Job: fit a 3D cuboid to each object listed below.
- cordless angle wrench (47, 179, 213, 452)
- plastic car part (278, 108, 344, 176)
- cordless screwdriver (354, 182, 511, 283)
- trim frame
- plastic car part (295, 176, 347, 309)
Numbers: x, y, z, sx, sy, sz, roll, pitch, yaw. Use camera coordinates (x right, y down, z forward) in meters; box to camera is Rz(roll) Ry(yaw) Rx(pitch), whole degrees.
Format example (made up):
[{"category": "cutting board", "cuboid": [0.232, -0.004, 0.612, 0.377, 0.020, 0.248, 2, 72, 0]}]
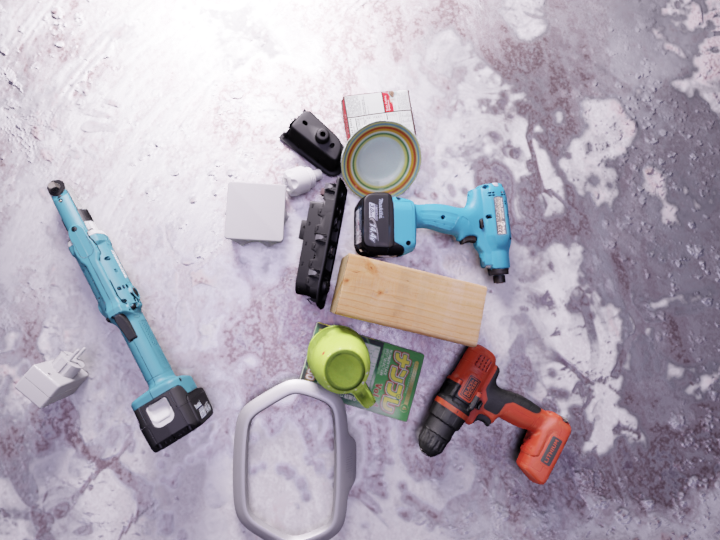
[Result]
[{"category": "cordless angle wrench", "cuboid": [-0.355, 0.047, 0.622, 0.074, 0.097, 0.429, -31, 82, -8]}, {"category": "plastic car part", "cuboid": [-0.068, -0.209, 0.672, 0.117, 0.070, 0.066, 40, 84, 3]}, {"category": "cordless screwdriver", "cuboid": [0.117, -0.052, 0.664, 0.246, 0.075, 0.160, -4, 84, -8]}, {"category": "trim frame", "cuboid": [-0.096, 0.287, 0.628, 0.183, 0.027, 0.250, 0, 85, -2]}, {"category": "plastic car part", "cuboid": [-0.064, -0.042, 0.657, 0.068, 0.065, 0.204, 5, 83, 4]}]
